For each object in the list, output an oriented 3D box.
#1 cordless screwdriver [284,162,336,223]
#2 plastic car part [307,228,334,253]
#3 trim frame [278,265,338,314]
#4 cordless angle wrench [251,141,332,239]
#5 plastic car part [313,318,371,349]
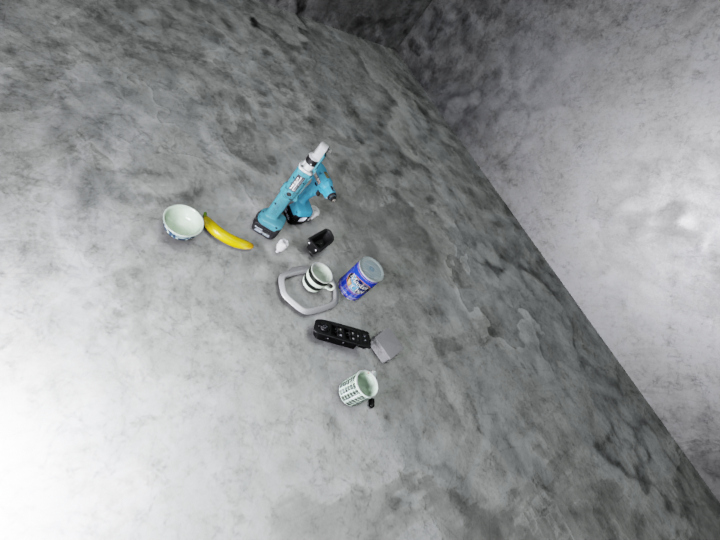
[{"bbox_3d":[-0.179,-0.251,1.518,0.071,0.251,0.165,-5,62,-43],"label":"cordless screwdriver"},{"bbox_3d":[-0.151,-0.099,1.546,0.067,0.072,0.114,48,41,3],"label":"plastic car part"},{"bbox_3d":[-0.171,0.059,1.428,0.238,0.028,0.190,-13,65,-44],"label":"trim frame"},{"bbox_3d":[-0.221,-0.257,1.355,0.095,0.428,0.075,33,43,-16],"label":"cordless angle wrench"},{"bbox_3d":[-0.067,0.207,1.350,0.195,0.068,0.068,22,46,-22],"label":"plastic car part"}]
